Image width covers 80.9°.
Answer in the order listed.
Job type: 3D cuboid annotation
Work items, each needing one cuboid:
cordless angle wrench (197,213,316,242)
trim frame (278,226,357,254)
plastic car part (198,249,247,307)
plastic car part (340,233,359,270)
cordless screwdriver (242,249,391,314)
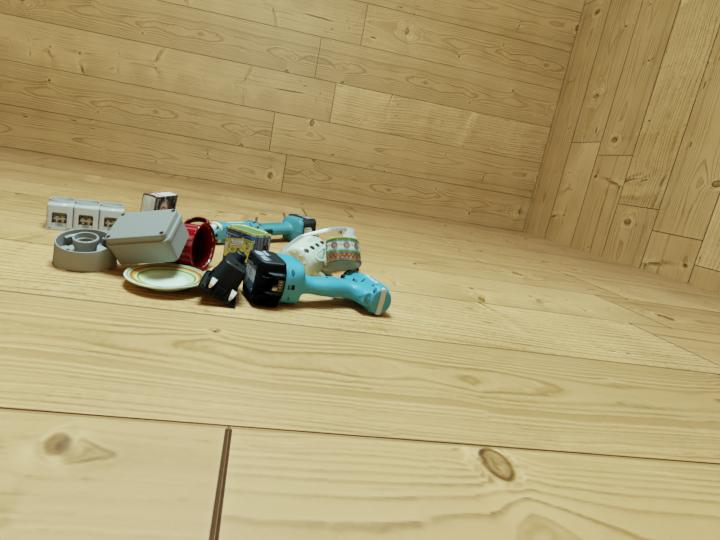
[{"bbox_3d":[-0.293,-0.105,1.124,0.103,0.073,0.405,20,19,37],"label":"cordless angle wrench"},{"bbox_3d":[-0.103,-0.068,1.057,0.189,0.027,0.247,-7,18,16],"label":"trim frame"},{"bbox_3d":[-0.214,0.001,0.693,0.064,0.071,0.120,36,7,-19],"label":"plastic car part"},{"bbox_3d":[-0.039,-0.049,1.087,0.066,0.065,0.209,-2,15,-11],"label":"plastic car part"},{"bbox_3d":[-0.084,0.017,0.759,0.240,0.074,0.166,9,12,-23],"label":"cordless screwdriver"}]
